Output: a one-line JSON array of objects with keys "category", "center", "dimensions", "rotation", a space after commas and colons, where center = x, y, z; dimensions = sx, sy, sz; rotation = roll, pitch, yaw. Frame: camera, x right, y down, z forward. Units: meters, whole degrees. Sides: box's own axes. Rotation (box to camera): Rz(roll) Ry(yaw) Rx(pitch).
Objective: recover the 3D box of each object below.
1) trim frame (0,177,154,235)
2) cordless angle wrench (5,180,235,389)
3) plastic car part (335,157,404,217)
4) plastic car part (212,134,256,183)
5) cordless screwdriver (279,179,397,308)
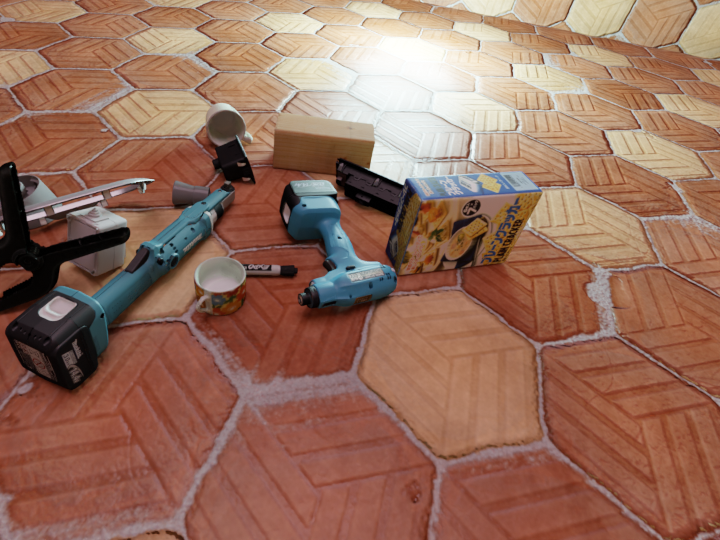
[{"category": "trim frame", "center": [-0.440, -0.100, 0.653], "dimensions": [0.242, 0.027, 0.193], "rotation": [-30, 19, -32]}, {"category": "cordless angle wrench", "center": [-0.303, -0.022, 0.634], "dimensions": [0.076, 0.096, 0.424], "rotation": [18, 41, 7]}, {"category": "plastic car part", "center": [0.034, -0.152, 0.829], "dimensions": [0.209, 0.064, 0.067], "rotation": [23, 55, 14]}, {"category": "plastic car part", "center": [-0.265, -0.223, 0.864], "dimensions": [0.070, 0.063, 0.123], "rotation": [-24, 48, -13]}, {"category": "cordless screwdriver", "center": [-0.067, -0.044, 0.688], "dimensions": [0.154, 0.073, 0.261], "rotation": [-11, 50, -29]}]
